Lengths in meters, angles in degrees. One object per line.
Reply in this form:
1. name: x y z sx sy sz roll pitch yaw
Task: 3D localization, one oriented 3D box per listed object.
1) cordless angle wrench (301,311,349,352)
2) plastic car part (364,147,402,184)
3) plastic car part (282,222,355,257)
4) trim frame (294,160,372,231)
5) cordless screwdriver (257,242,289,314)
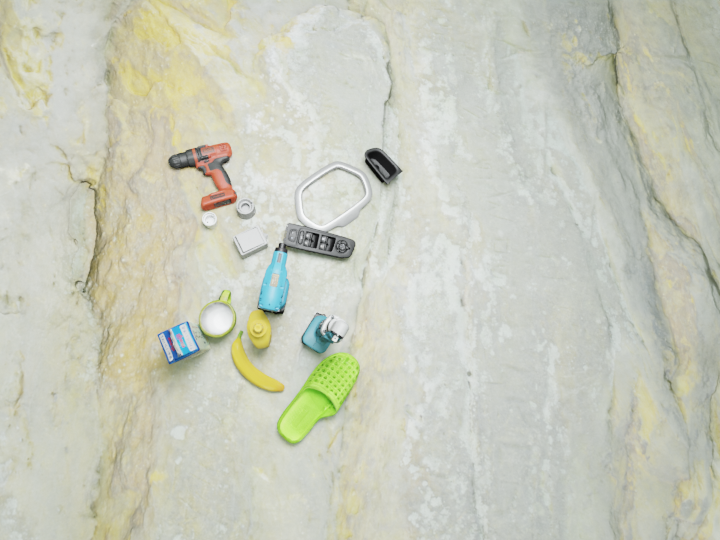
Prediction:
1. cordless angle wrench: -0.075 0.139 0.973 0.074 0.424 0.098 33 76 -4
2. plastic car part: 0.058 -0.311 1.274 0.065 0.071 0.118 -41 86 -14
3. plastic car part: -0.118 -0.077 1.202 0.202 0.067 0.067 12 77 -4
4. trim frame: -0.082 -0.219 1.259 0.246 0.027 0.186 -37 83 -13
5. cordless screwdriver: -0.215 0.030 1.073 0.073 0.249 0.161 12 78 -9
